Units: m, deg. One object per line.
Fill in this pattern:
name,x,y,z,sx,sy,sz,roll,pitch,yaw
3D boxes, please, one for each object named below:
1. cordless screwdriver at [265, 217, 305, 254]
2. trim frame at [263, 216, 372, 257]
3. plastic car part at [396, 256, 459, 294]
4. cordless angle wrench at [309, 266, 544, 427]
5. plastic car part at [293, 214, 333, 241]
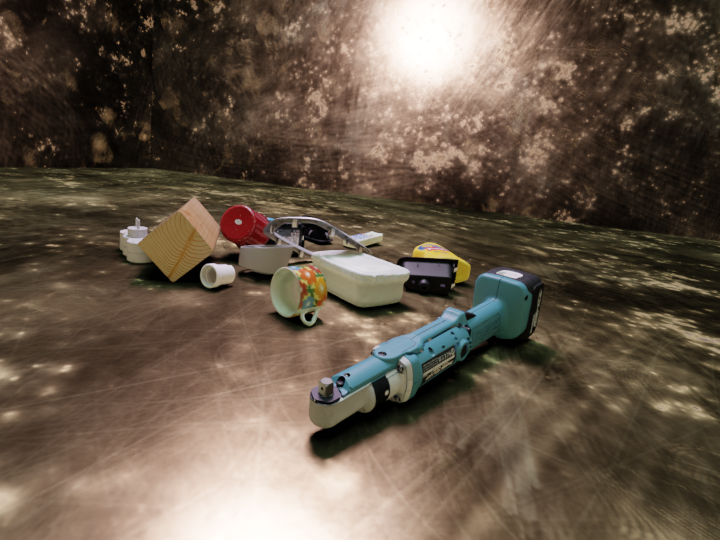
cordless screwdriver,-0.206,-0.098,1.075,0.153,0.074,0.261,-1,12,-29
trim frame,-0.083,-0.054,0.847,0.192,0.028,0.234,-5,-23,34
plastic car part,0.128,0.016,0.813,0.118,0.064,0.072,4,27,5
cordless angle wrench,0.098,0.082,0.497,0.078,0.096,0.406,18,23,40
plastic car part,-0.146,-0.121,1.214,0.063,0.066,0.215,5,15,-39
